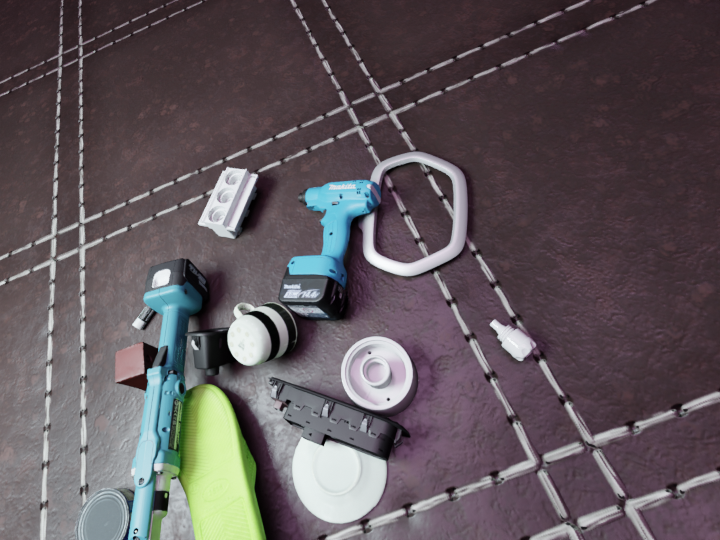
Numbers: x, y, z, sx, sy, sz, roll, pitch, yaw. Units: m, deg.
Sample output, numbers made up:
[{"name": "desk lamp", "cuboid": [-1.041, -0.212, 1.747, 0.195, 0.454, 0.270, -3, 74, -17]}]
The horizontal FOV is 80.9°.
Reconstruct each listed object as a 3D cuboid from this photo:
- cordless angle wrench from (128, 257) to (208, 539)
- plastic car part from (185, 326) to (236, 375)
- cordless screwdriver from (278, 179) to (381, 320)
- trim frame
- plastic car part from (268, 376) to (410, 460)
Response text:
[{"name": "cordless angle wrench", "cuboid": [-0.283, 0.174, 0.612, 0.075, 0.093, 0.440, -16, 52, 5]}, {"name": "plastic car part", "cuboid": [-0.228, 0.125, 0.658, 0.067, 0.114, 0.071, -6, 88, 10]}, {"name": "cordless screwdriver", "cuboid": [-0.070, -0.046, 0.713, 0.166, 0.070, 0.251, 2, 62, 31]}, {"name": "trim frame", "cuboid": [0.087, -0.104, 0.727, 0.189, 0.026, 0.253, 1, 66, 15]}, {"name": "plastic car part", "cuboid": [-0.037, 0.203, 0.570, 0.210, 0.063, 0.067, 8, 51, 20]}]
